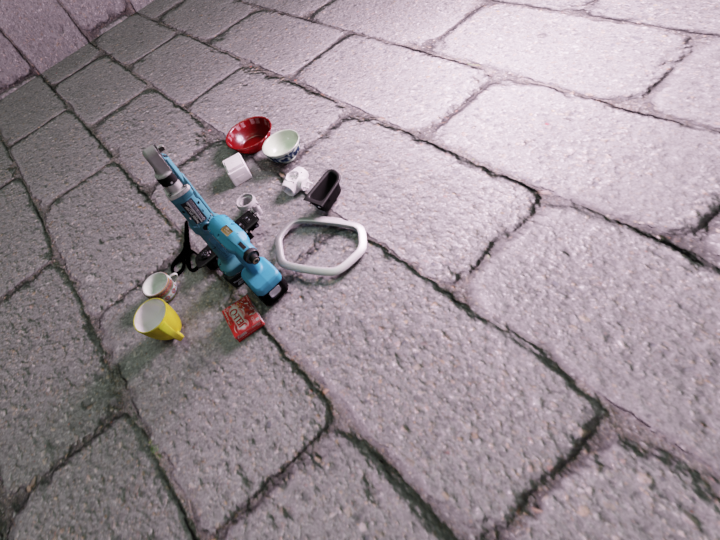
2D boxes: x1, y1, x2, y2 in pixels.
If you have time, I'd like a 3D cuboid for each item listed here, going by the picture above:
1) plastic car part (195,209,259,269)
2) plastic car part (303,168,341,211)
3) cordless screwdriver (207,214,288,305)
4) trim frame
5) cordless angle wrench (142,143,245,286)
[{"bbox_3d":[-0.351,-0.073,1.125,0.202,0.064,0.070,-39,54,-10],"label":"plastic car part"},{"bbox_3d":[-0.086,-0.203,1.121,0.069,0.067,0.116,23,66,30],"label":"plastic car part"},{"bbox_3d":[-0.231,-0.007,0.927,0.074,0.237,0.168,-42,55,-14],"label":"cordless screwdriver"},{"bbox_3d":[-0.103,-0.068,1.058,0.258,0.026,0.186,6,59,23],"label":"trim frame"},{"bbox_3d":[-0.346,-0.110,0.935,0.097,0.403,0.078,-34,54,-8],"label":"cordless angle wrench"}]
